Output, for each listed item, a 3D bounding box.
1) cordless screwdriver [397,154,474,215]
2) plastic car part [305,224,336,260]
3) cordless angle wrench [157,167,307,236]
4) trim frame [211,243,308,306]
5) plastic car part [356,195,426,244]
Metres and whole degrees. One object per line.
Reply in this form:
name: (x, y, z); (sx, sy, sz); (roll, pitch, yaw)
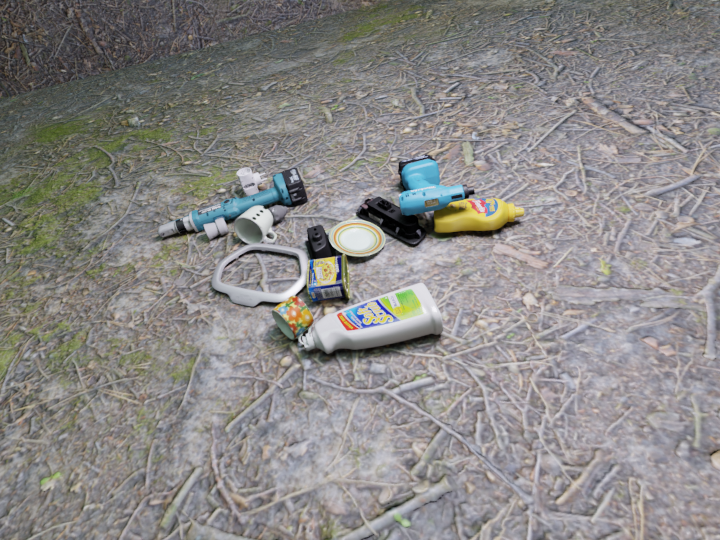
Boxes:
cordless screwdriver: (0.169, -0.209, 1.008); (0.162, 0.072, 0.253); (-11, 29, 10)
plastic car part: (-0.097, -0.063, 0.987); (0.066, 0.068, 0.122); (-17, 41, -2)
cordless angle wrench: (-0.360, -0.172, 1.174); (0.422, 0.071, 0.102); (-19, 44, -1)
trim frame: (-0.232, 0.005, 0.986); (0.258, 0.026, 0.185); (8, 47, 21)
plastic car part: (0.075, -0.131, 1.018); (0.065, 0.065, 0.215); (-29, 47, -26)
